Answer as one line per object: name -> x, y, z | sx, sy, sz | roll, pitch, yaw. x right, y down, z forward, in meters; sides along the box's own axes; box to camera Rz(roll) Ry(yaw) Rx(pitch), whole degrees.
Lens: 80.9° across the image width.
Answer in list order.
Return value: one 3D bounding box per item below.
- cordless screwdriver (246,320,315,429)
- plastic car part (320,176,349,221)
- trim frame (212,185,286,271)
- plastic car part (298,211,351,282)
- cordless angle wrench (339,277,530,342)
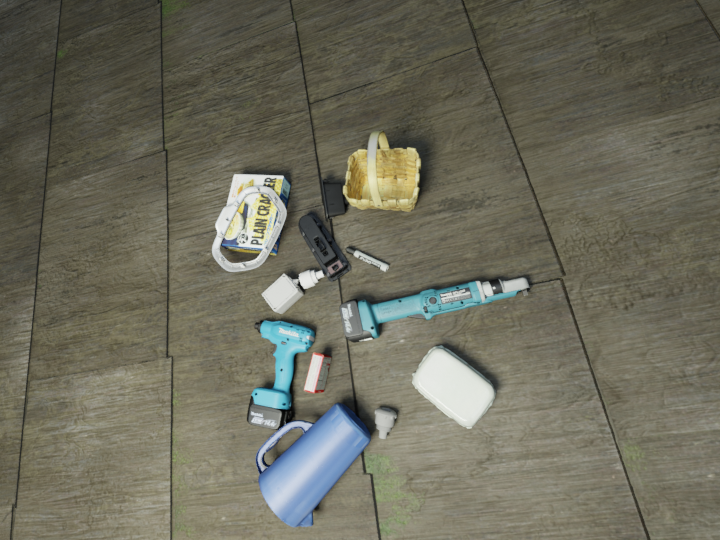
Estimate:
cordless screwdriver -> -0.217, 0.248, 1.035 | 0.164, 0.071, 0.251 | 8, 73, 18
plastic car part -> -0.068, -0.189, 1.132 | 0.071, 0.065, 0.119 | -11, 74, -3
trim frame -> -0.300, -0.113, 1.121 | 0.192, 0.026, 0.249 | 22, 83, 22
plastic car part -> -0.108, -0.071, 1.106 | 0.067, 0.064, 0.211 | -37, 65, 10
cordless angle wrench -> 0.166, 0.076, 0.974 | 0.429, 0.071, 0.100 | -14, 72, 10
